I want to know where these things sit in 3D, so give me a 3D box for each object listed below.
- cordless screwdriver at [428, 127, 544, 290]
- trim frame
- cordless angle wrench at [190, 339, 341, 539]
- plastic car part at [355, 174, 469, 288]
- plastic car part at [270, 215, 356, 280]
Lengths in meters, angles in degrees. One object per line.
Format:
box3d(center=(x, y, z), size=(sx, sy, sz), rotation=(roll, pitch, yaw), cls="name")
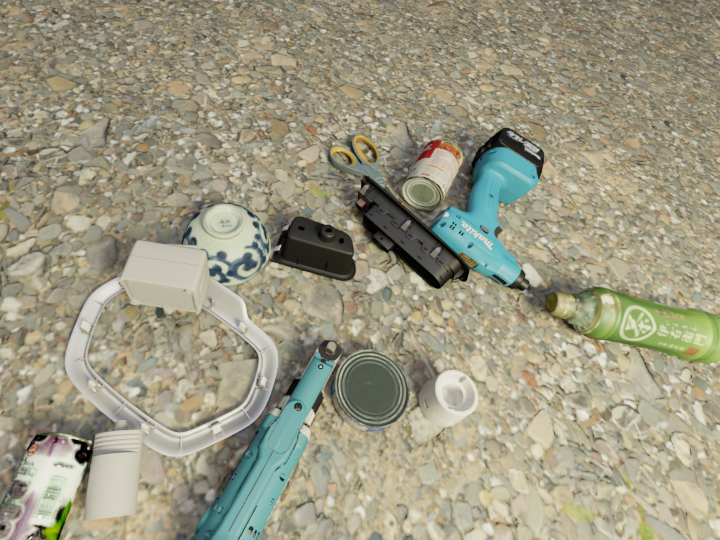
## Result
box3d(center=(0.217, -0.096, 0.650), size=(0.159, 0.074, 0.248), rotation=(35, 60, -1), cls="cordless screwdriver")
box3d(center=(-0.213, 0.088, 0.483), size=(0.255, 0.027, 0.183), rotation=(30, 56, 13), cls="trim frame")
box3d(center=(-0.118, 0.235, 0.373), size=(0.075, 0.096, 0.423), rotation=(27, 52, 4), cls="cordless angle wrench")
box3d(center=(0.063, -0.047, 0.598), size=(0.209, 0.065, 0.066), rotation=(40, 68, 16), cls="plastic car part")
box3d(center=(-0.055, -0.036, 0.565), size=(0.117, 0.069, 0.067), rotation=(16, 57, 3), cls="plastic car part")
